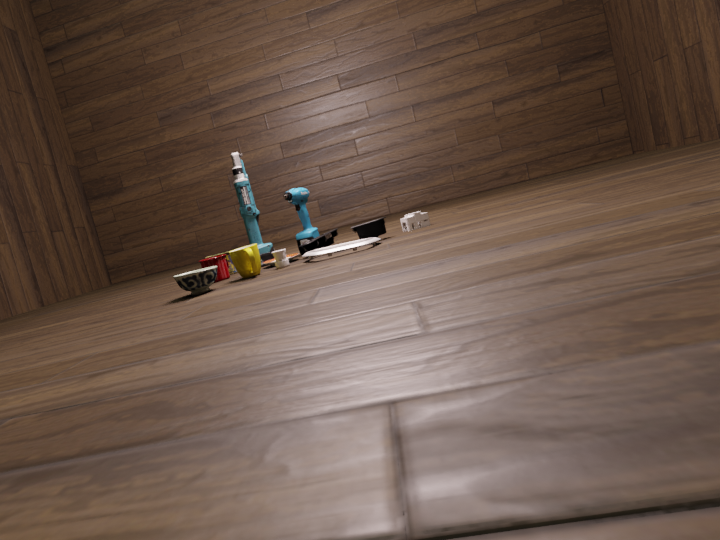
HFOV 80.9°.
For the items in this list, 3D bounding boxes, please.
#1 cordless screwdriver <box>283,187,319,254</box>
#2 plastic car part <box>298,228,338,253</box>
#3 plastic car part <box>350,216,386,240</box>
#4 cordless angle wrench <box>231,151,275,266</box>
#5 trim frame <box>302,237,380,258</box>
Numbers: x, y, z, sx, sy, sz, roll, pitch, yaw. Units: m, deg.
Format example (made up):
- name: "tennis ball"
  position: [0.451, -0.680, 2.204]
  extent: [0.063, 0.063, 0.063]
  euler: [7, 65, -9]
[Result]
- name: "cordless screwdriver"
  position: [-0.217, -0.183, 1.568]
  extent: [0.076, 0.247, 0.156]
  euler: [-12, 5, 21]
- name: "plastic car part"
  position: [-0.145, -0.095, 1.486]
  extent: [0.069, 0.066, 0.197]
  euler: [-10, 9, 31]
- name: "plastic car part"
  position: [0.035, -0.131, 1.410]
  extent: [0.119, 0.070, 0.065]
  euler: [-12, 6, 14]
- name: "cordless angle wrench"
  position: [-0.406, -0.220, 1.535]
  extent: [0.096, 0.420, 0.076]
  euler: [-15, 4, -19]
- name: "trim frame"
  position: [-0.058, -0.068, 1.304]
  extent: [0.249, 0.027, 0.186]
  euler: [-14, 9, 0]
